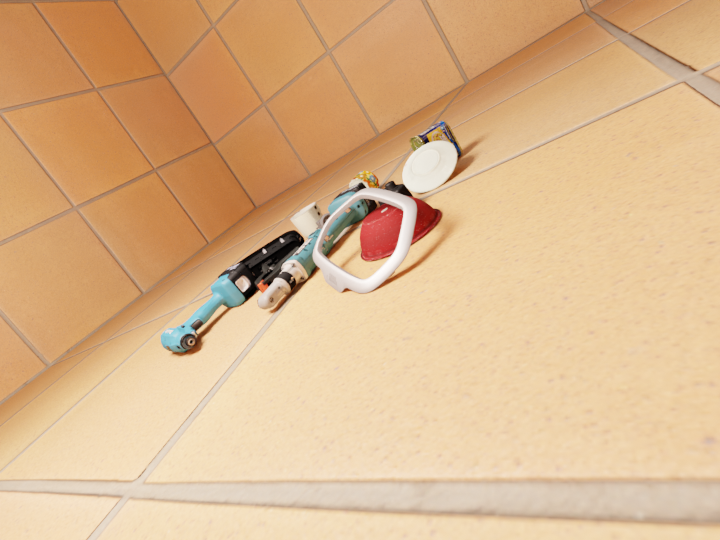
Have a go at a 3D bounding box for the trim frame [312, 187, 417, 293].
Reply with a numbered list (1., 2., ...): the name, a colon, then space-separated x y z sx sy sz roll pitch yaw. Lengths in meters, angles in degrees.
1. trim frame: -0.001 -0.052 0.692 0.184 0.026 0.262 -57 36 -3

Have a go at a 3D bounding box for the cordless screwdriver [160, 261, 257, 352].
1. cordless screwdriver: -0.331 0.086 0.953 0.165 0.072 0.246 -10 32 52

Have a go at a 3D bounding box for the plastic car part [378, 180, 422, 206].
1. plastic car part: 0.072 -0.150 0.869 0.065 0.069 0.120 -39 14 -16

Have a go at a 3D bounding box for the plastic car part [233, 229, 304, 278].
1. plastic car part: -0.236 -0.036 1.121 0.202 0.064 0.070 -36 25 -7

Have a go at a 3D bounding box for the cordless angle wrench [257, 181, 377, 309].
1. cordless angle wrench: -0.090 -0.059 0.920 0.101 0.072 0.421 -20 24 40
